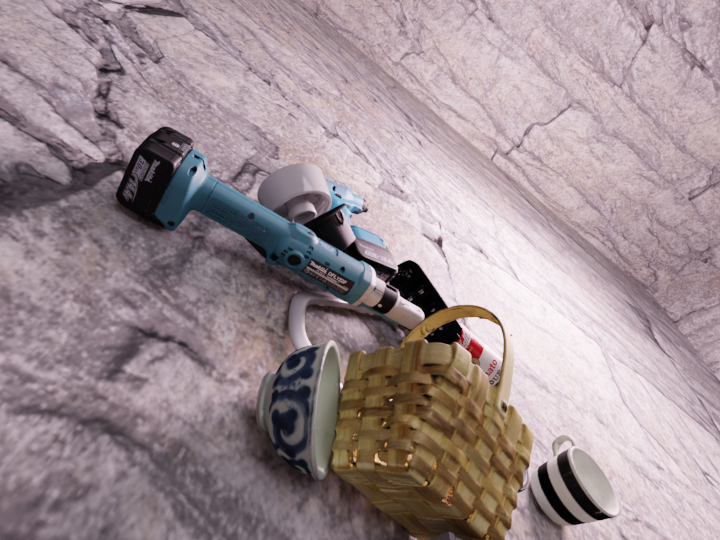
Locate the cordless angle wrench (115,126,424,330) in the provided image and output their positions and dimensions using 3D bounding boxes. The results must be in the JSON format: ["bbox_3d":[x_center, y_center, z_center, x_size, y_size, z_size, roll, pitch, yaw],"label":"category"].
[{"bbox_3d":[-0.085,-0.028,0.540,0.410,0.098,0.076,30,30,-16],"label":"cordless angle wrench"}]

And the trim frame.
[{"bbox_3d":[0.005,0.102,0.569,0.236,0.028,0.192,13,42,-37],"label":"trim frame"}]

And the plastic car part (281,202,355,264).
[{"bbox_3d":[-0.059,-0.038,0.599,0.069,0.119,0.066,62,23,-14],"label":"plastic car part"}]

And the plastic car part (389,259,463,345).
[{"bbox_3d":[0.102,0.055,0.678,0.063,0.067,0.213,39,16,-36],"label":"plastic car part"}]

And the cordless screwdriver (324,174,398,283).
[{"bbox_3d":[-0.013,-0.068,0.721,0.151,0.075,0.261,16,35,-38],"label":"cordless screwdriver"}]
